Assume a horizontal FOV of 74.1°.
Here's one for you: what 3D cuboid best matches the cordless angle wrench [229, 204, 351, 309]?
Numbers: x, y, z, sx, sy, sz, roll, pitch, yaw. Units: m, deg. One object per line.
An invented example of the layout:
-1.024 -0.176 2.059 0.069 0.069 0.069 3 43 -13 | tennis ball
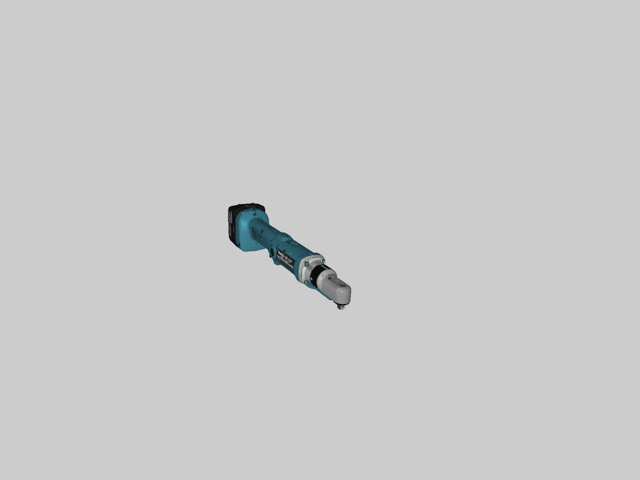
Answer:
-0.070 0.021 0.815 0.074 0.098 0.423 -9 22 -31 | cordless angle wrench
